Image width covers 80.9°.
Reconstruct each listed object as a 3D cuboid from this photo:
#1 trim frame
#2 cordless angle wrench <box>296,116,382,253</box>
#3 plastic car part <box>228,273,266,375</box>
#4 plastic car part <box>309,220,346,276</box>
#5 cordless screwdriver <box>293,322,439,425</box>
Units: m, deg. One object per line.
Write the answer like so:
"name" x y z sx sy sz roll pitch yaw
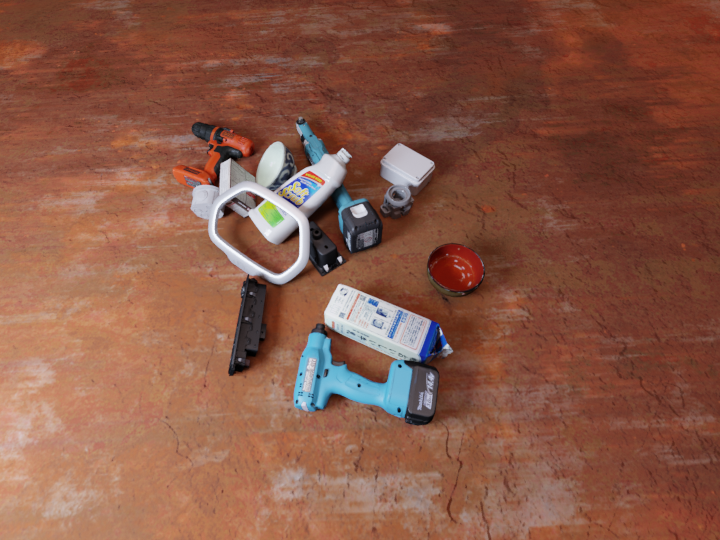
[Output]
"trim frame" -0.216 -0.079 0.896 0.253 0.027 0.184 32 101 10
"cordless angle wrench" -0.074 -0.229 1.011 0.073 0.095 0.443 -20 57 -12
"plastic car part" -0.218 0.099 0.831 0.066 0.065 0.209 3 59 -10
"plastic car part" -0.089 -0.058 0.914 0.065 0.069 0.121 -31 67 -18
"cordless screwdriver" 0.011 0.185 0.765 0.253 0.072 0.162 5 60 9
